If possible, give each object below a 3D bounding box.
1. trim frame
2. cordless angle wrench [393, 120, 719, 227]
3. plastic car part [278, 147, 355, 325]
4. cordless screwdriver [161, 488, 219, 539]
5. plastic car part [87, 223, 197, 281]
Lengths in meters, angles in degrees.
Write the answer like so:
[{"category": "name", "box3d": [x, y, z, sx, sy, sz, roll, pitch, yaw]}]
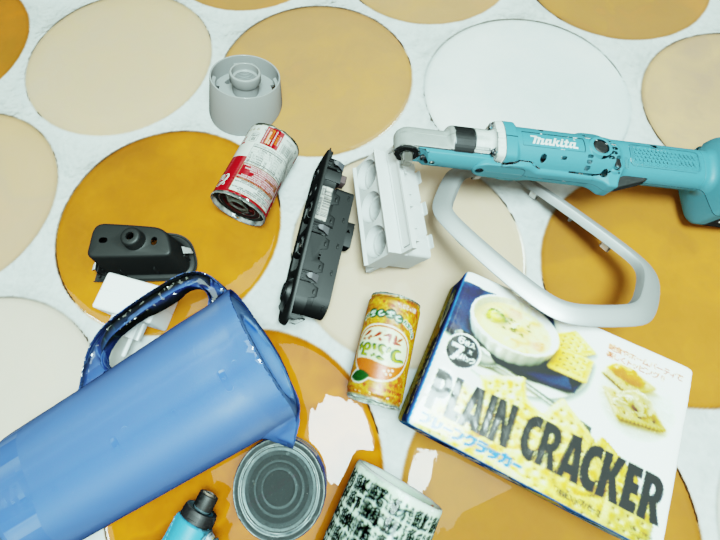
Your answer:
[{"category": "trim frame", "box3d": [0.189, -0.038, 0.450, 0.179, 0.027, 0.261, -26, 56, -28]}, {"category": "cordless angle wrench", "box3d": [0.243, -0.117, 0.456, 0.419, 0.073, 0.100, 5, 69, -5]}, {"category": "plastic car part", "box3d": [-0.046, -0.030, 0.473, 0.065, 0.068, 0.205, 24, 67, -20]}, {"category": "cordless screwdriver", "box3d": [-0.078, 0.308, 0.332, 0.256, 0.072, 0.160, 23, 71, 14]}, {"category": "plastic car part", "box3d": [-0.247, -0.025, 0.467, 0.117, 0.069, 0.067, 0, 71, 3]}]
